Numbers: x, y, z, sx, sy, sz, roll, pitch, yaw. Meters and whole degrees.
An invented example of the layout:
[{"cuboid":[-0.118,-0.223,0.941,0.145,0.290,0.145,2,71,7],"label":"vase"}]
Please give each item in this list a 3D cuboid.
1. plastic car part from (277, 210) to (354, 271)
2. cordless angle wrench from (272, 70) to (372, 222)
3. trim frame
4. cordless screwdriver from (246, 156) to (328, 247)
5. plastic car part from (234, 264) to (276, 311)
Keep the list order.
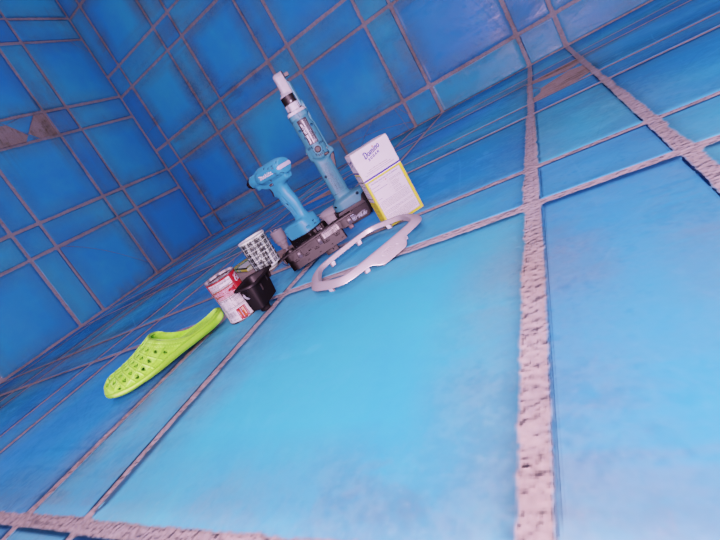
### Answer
[{"cuboid":[-0.094,-0.061,0.960,0.204,0.065,0.068,-30,15,4],"label":"plastic car part"},{"cuboid":[-0.109,-0.314,1.094,0.098,0.414,0.076,-30,12,3],"label":"cordless angle wrench"},{"cuboid":[0.008,-0.036,0.787,0.245,0.027,0.191,-38,19,-23],"label":"trim frame"},{"cuboid":[-0.194,-0.162,1.102,0.165,0.243,0.073,-17,18,44],"label":"cordless screwdriver"},{"cuboid":[-0.203,0.045,0.842,0.067,0.069,0.118,-28,16,11],"label":"plastic car part"}]
